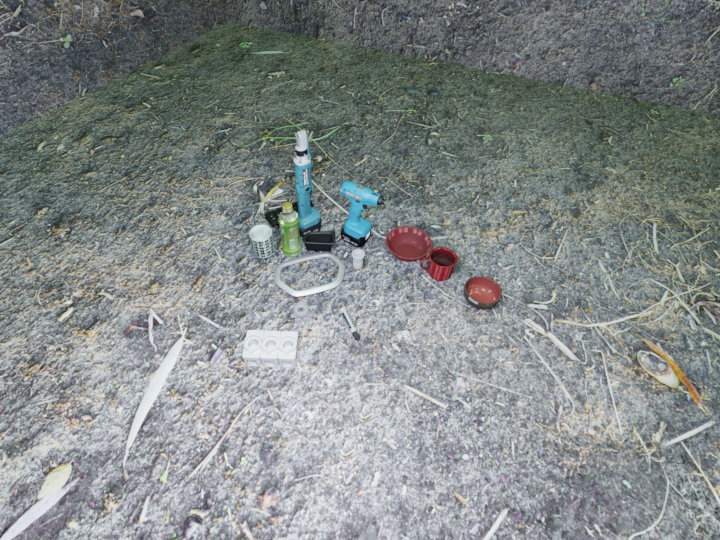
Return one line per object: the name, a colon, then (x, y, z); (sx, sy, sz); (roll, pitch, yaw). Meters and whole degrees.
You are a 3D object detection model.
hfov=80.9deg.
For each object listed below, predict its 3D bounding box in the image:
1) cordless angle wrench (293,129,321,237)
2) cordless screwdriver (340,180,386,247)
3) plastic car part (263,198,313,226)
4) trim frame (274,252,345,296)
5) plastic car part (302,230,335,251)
cordless angle wrench: (-0.195, -0.294, 1.462); (0.096, 0.410, 0.078); (-25, 53, -23)
cordless screwdriver: (0.008, -0.188, 1.471); (0.166, 0.241, 0.074); (26, 51, 21)
plastic car part: (-0.268, -0.215, 1.625); (0.199, 0.065, 0.070); (-30, 54, -24)
trim frame: (-0.172, 0.009, 1.442); (0.244, 0.026, 0.193); (-17, 49, -13)
plastic car part: (-0.148, -0.097, 1.509); (0.117, 0.068, 0.068); (-1, 47, 0)
